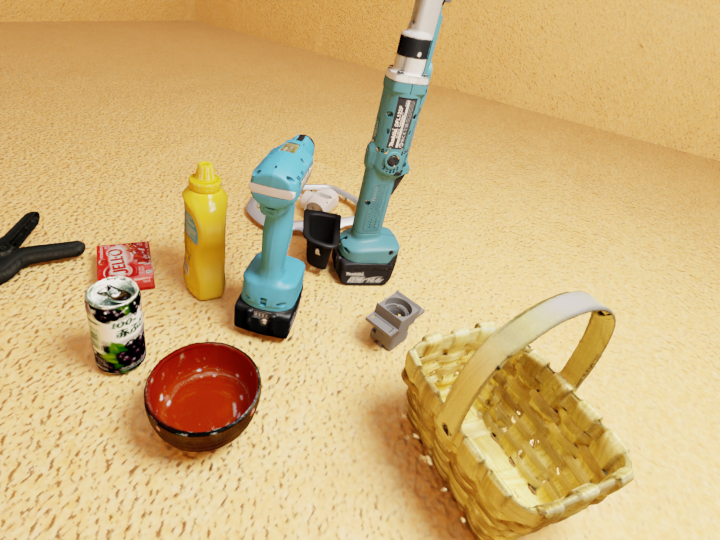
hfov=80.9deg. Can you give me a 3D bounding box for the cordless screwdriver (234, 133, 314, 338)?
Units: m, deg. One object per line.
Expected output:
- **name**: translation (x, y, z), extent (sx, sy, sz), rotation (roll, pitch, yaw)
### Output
- **cordless screwdriver**: translation (-0.101, -0.045, 0.544), extent (0.075, 0.244, 0.162), rotation (14, 34, 0)

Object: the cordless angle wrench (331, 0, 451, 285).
- **cordless angle wrench**: translation (0.040, -0.164, 0.598), extent (0.096, 0.415, 0.077), rotation (3, 35, -16)

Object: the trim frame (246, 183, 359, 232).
- **trim frame**: translation (-0.105, -0.126, 0.848), extent (0.241, 0.027, 0.194), rotation (-6, 38, -22)

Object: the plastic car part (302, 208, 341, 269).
- **plastic car part**: translation (-0.069, -0.045, 0.704), extent (0.065, 0.069, 0.120), rotation (8, 35, -7)
